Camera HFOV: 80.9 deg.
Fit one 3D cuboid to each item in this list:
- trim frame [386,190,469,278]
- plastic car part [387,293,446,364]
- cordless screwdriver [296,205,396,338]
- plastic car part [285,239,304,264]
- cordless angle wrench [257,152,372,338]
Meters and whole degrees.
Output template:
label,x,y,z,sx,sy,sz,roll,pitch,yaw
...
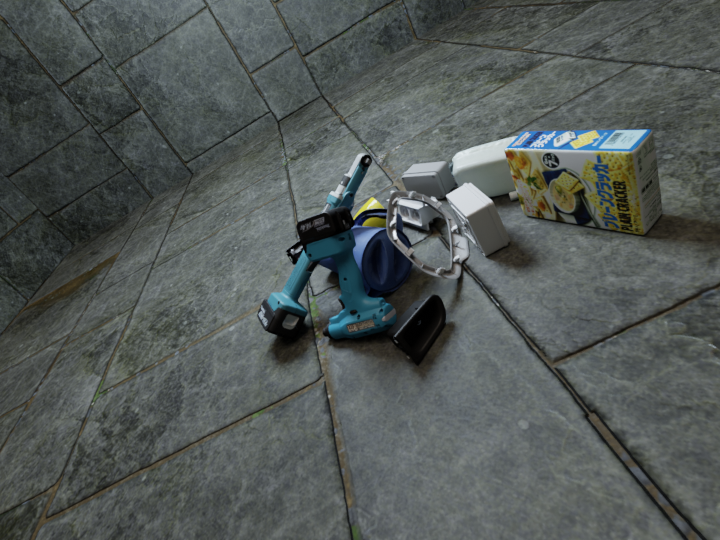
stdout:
label,x,y,z,sx,sy,sz,roll,pitch,yaw
trim frame,0.135,-0.082,0.850,0.027,0.181,0.253,-56,14,39
plastic car part,0.092,0.096,0.737,0.115,0.064,0.073,-47,20,-29
cordless screwdriver,-0.048,0.012,0.810,0.164,0.249,0.072,-23,0,34
plastic car part,-0.100,-0.083,1.134,0.201,0.063,0.071,-39,41,-11
cordless angle wrench,-0.088,-0.058,0.903,0.422,0.071,0.103,-62,32,6
